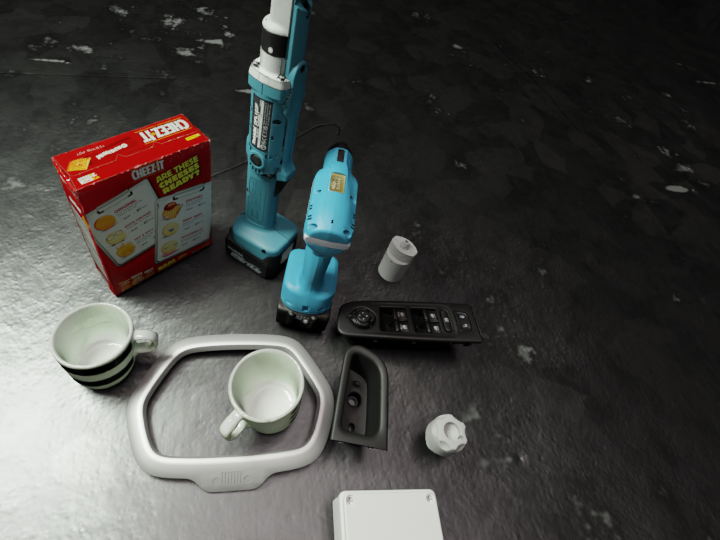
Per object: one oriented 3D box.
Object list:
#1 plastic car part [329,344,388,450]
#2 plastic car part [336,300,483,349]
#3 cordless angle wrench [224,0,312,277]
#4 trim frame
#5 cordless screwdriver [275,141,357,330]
[{"bbox_3d":[-0.004,0.163,0.527,0.065,0.070,0.119,12,52,-7],"label":"plastic car part"},{"bbox_3d":[0.062,0.081,0.606,0.200,0.066,0.068,5,53,-9],"label":"plastic car part"},{"bbox_3d":[-0.110,-0.145,0.518,0.100,0.417,0.074,34,52,8],"label":"cordless angle wrench"},{"bbox_3d":[-0.155,0.165,0.519,0.244,0.027,0.191,0,53,-12],"label":"trim frame"},{"bbox_3d":[-0.054,-0.036,0.555,0.073,0.245,0.163,12,52,-9],"label":"cordless screwdriver"}]
